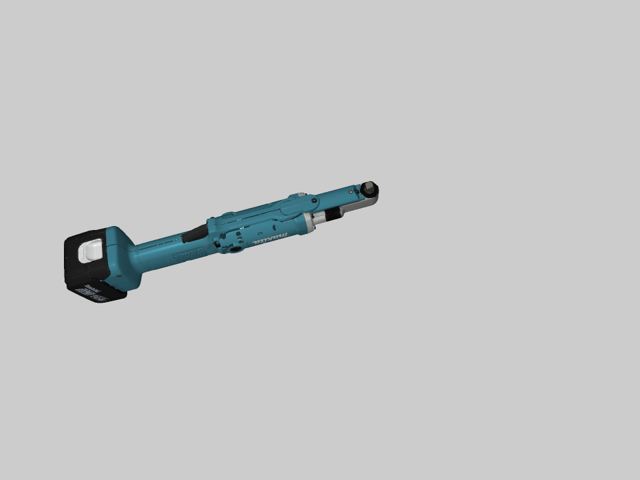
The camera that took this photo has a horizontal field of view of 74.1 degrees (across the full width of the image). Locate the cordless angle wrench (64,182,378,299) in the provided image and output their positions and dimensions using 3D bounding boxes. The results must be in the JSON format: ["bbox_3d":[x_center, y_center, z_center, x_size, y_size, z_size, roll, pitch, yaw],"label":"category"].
[{"bbox_3d":[-0.124,-0.011,0.585,0.423,0.074,0.098,-15,-24,-2],"label":"cordless angle wrench"}]
